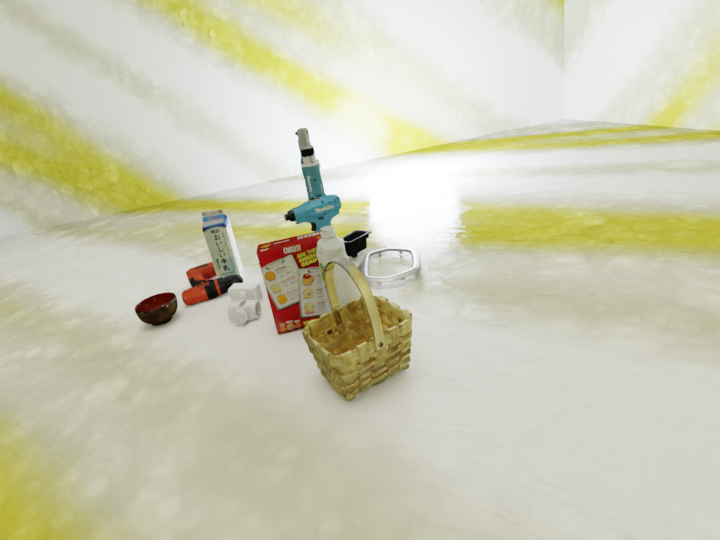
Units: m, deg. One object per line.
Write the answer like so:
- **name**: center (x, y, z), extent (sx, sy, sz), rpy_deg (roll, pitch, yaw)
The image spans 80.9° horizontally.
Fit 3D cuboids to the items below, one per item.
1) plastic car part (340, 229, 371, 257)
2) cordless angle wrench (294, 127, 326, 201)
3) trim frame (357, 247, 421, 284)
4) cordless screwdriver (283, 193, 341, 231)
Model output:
- **plastic car part**: center (-0.019, -0.080, 1.348), extent (0.069, 0.069, 0.114), rpy_deg (7, 29, 37)
- **cordless angle wrench**: center (-0.133, -0.220, 1.287), extent (0.102, 0.412, 0.073), rpy_deg (2, 24, 29)
- **trim frame**: center (0.079, -0.017, 1.214), extent (0.187, 0.027, 0.252), rpy_deg (-8, 24, 8)
- **cordless screwdriver**: center (-0.114, -0.074, 1.165), extent (0.155, 0.242, 0.078), rpy_deg (-19, 22, -21)
